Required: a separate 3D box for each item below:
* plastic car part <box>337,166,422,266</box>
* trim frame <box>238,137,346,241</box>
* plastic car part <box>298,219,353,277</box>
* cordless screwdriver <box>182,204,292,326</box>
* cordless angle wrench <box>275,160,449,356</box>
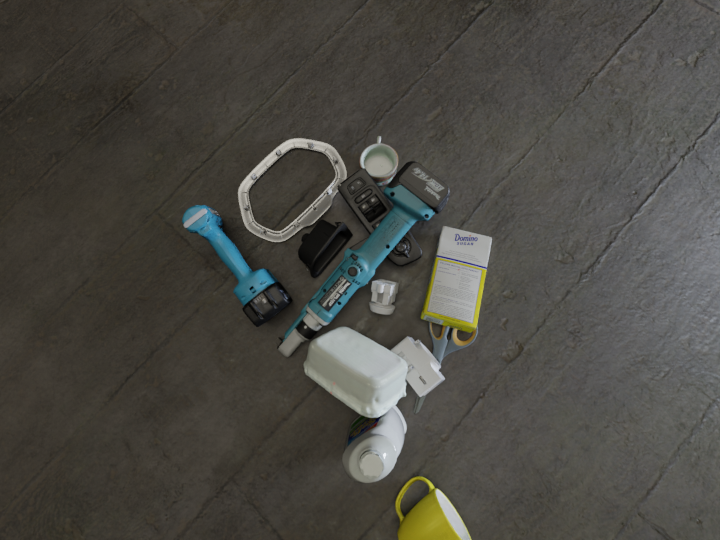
[{"bbox_3d":[0.038,-0.095,0.812,0.066,0.065,0.207,-35,79,0],"label":"plastic car part"},{"bbox_3d":[-0.144,-0.172,0.878,0.248,0.027,0.189,-45,76,-7],"label":"trim frame"},{"bbox_3d":[-0.081,-0.053,0.827,0.074,0.063,0.116,40,87,27],"label":"plastic car part"},{"bbox_3d":[-0.233,-0.017,0.809,0.074,0.159,0.249,-38,91,-2],"label":"cordless screwdriver"},{"bbox_3d":[-0.010,-0.002,0.762,0.100,0.073,0.424,41,99,9],"label":"cordless angle wrench"}]
